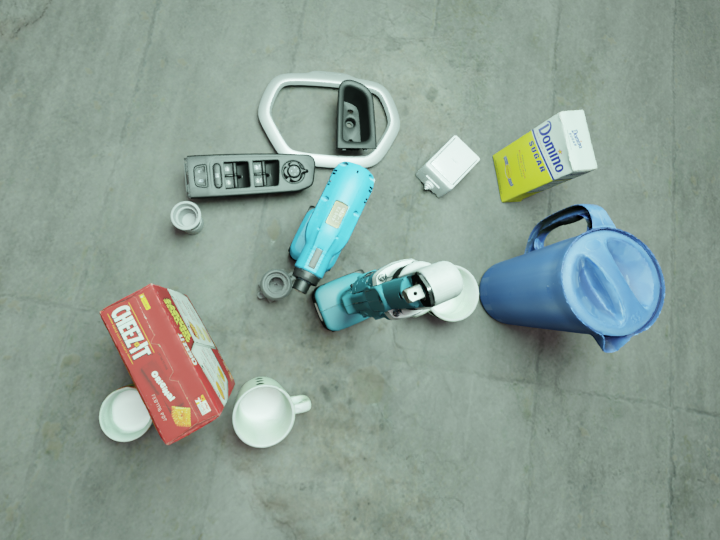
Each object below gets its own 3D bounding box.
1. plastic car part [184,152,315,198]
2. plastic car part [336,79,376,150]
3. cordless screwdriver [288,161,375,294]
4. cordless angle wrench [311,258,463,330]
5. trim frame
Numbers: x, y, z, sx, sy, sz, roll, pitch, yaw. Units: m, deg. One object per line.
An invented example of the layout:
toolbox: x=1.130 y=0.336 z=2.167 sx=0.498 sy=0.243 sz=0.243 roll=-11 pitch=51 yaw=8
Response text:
plastic car part: x=-0.172 y=-0.148 z=0.679 sx=0.200 sy=0.067 sz=0.067 roll=-6 pitch=83 yaw=-8
plastic car part: x=-0.013 y=-0.250 z=0.713 sx=0.065 sy=0.071 sz=0.118 roll=0 pitch=81 yaw=-10
cordless screwdriver: x=-0.057 y=-0.037 z=0.580 sx=0.074 sy=0.250 sz=0.159 roll=26 pitch=79 yaw=-8
cordless angle wrench: x=0.015 y=0.029 z=0.489 sx=0.097 sy=0.426 sz=0.075 roll=-21 pitch=89 yaw=-13
trim frame: x=-0.052 y=-0.265 z=0.733 sx=0.246 sy=0.027 sz=0.186 roll=1 pitch=80 yaw=-7
